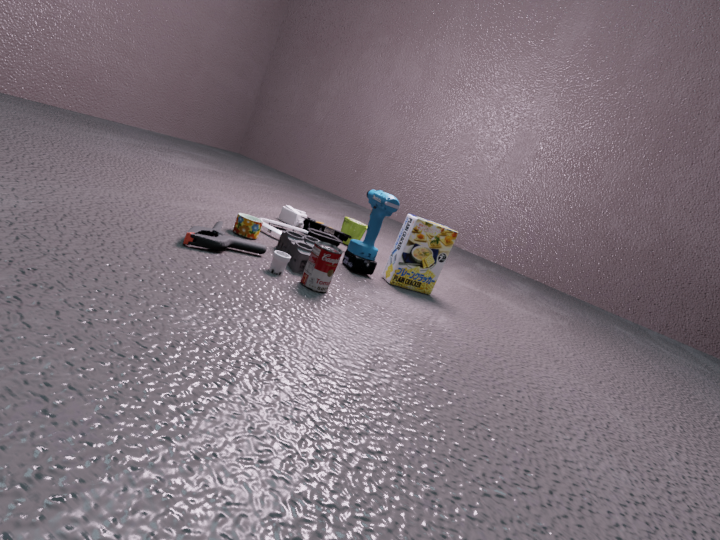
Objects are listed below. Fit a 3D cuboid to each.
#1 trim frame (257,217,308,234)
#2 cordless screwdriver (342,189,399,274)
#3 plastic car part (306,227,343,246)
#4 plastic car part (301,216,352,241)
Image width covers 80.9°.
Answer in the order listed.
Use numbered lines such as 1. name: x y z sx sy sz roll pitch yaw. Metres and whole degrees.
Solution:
1. trim frame: -0.226 -0.123 1.375 0.236 0.027 0.195 11 16 -37
2. cordless screwdriver: 0.022 -0.122 1.272 0.071 0.247 0.167 16 14 -28
3. plastic car part: -0.124 -0.081 1.271 0.111 0.070 0.070 12 16 -36
4. plastic car part: -0.132 -0.138 1.493 0.214 0.067 0.063 29 14 31
